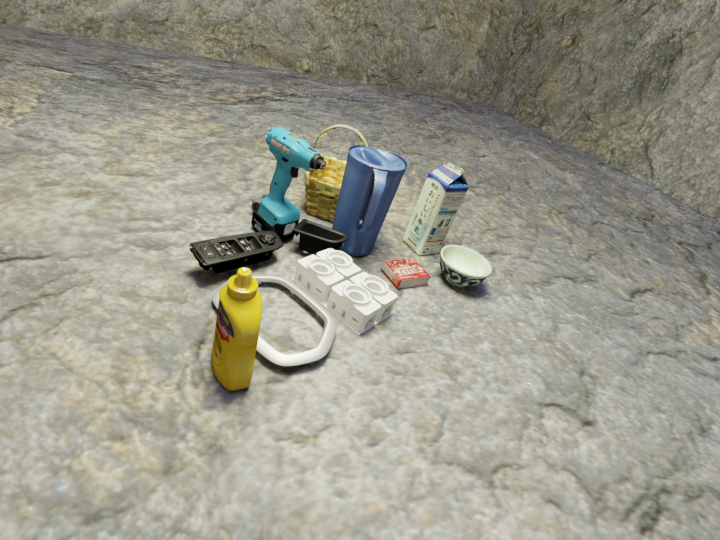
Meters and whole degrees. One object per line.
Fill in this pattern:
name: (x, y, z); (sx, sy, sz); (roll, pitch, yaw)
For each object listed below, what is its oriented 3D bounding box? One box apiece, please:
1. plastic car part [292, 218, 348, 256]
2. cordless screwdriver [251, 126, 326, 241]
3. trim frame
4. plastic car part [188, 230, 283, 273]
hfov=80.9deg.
plastic car part: (-0.093, -0.061, 0.951); (0.119, 0.070, 0.065); (23, 33, 11)
cordless screwdriver: (-0.158, -0.173, 0.932); (0.167, 0.245, 0.072); (37, 37, 28)
trim frame: (-0.155, 0.080, 0.758); (0.261, 0.027, 0.178); (36, 39, 29)
plastic car part: (-0.243, -0.034, 0.858); (0.070, 0.066, 0.196); (37, 39, 29)
